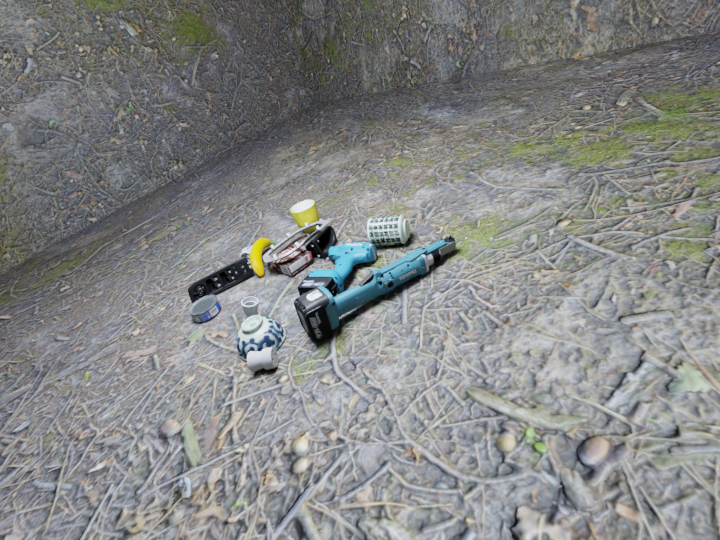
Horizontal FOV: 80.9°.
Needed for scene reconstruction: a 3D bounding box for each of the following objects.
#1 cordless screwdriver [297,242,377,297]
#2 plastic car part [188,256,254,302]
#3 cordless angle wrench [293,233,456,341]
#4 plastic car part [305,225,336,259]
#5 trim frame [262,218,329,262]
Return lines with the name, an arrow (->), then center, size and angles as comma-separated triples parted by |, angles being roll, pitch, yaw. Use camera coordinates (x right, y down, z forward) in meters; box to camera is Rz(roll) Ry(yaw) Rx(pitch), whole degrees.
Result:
cordless screwdriver -> -0.077, 0.003, 1.097 | 0.167, 0.072, 0.246 | 0, 33, 33
plastic car part -> -0.431, 0.027, 1.291 | 0.200, 0.064, 0.070 | -30, 21, -14
cordless angle wrench -> 0.053, 0.022, 0.979 | 0.416, 0.094, 0.078 | -27, 29, -17
plastic car part -> -0.125, -0.082, 1.281 | 0.073, 0.064, 0.116 | -20, 22, 32
trim frame -> -0.200, -0.095, 1.295 | 0.193, 0.027, 0.244 | -2, 31, 47
